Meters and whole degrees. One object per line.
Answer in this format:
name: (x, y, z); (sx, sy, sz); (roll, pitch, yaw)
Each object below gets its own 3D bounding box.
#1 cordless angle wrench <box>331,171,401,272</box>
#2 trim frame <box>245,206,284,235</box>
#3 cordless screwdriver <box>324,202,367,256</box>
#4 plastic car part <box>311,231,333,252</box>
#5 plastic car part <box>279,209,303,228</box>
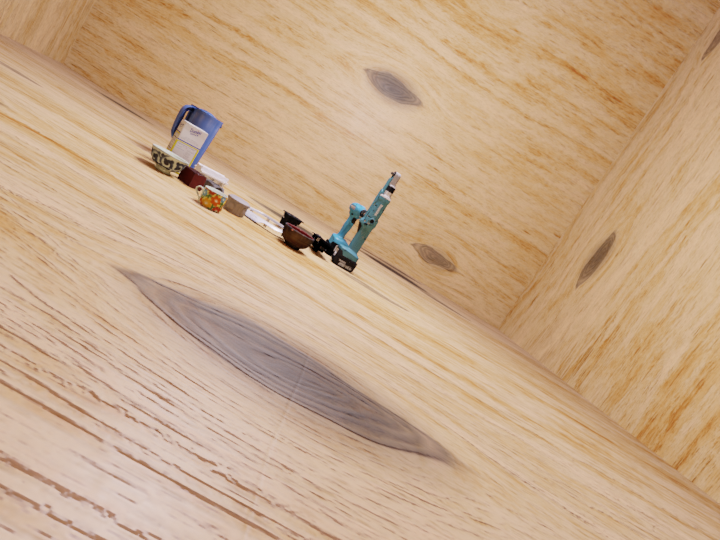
cordless angle wrench: (0.035, -0.193, 1.636); (0.095, 0.423, 0.076); (31, 7, -16)
trim frame: (-0.347, -0.181, 1.536); (0.258, 0.027, 0.177); (34, 7, 19)
cordless screwdriver: (-0.056, -0.164, 1.762); (0.072, 0.248, 0.165); (30, 7, -23)
plastic car part: (-0.161, -0.105, 1.649); (0.064, 0.067, 0.210); (30, 7, -20)
plastic car part: (-0.292, -0.197, 1.710); (0.069, 0.071, 0.112); (35, 7, 21)
